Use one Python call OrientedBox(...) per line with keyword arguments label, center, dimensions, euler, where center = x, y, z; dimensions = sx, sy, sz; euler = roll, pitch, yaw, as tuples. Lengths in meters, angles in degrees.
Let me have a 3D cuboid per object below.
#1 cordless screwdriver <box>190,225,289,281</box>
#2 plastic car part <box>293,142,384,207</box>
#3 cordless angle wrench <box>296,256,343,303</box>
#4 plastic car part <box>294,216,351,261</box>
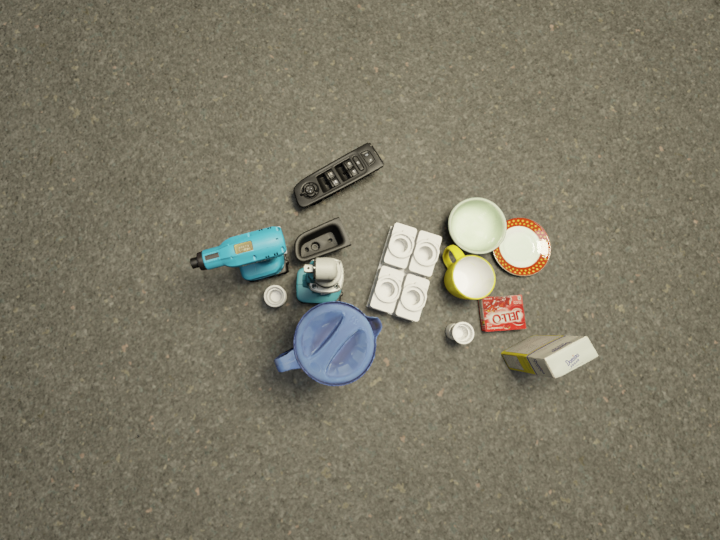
OrientedBox(label="cordless screwdriver", center=(-0.215, -0.022, 0.801), dimensions=(0.158, 0.248, 0.075), euler=(-15, 86, -7))
OrientedBox(label="plastic car part", center=(-0.054, -0.201, 0.923), dimensions=(0.202, 0.067, 0.067), euler=(-29, 86, -6))
OrientedBox(label="cordless angle wrench", center=(-0.064, 0.016, 0.711), dimensions=(0.097, 0.422, 0.075), euler=(2, 84, -6))
OrientedBox(label="plastic car part", center=(-0.088, -0.057, 0.898), dimensions=(0.116, 0.071, 0.067), euler=(-23, 85, -6))
